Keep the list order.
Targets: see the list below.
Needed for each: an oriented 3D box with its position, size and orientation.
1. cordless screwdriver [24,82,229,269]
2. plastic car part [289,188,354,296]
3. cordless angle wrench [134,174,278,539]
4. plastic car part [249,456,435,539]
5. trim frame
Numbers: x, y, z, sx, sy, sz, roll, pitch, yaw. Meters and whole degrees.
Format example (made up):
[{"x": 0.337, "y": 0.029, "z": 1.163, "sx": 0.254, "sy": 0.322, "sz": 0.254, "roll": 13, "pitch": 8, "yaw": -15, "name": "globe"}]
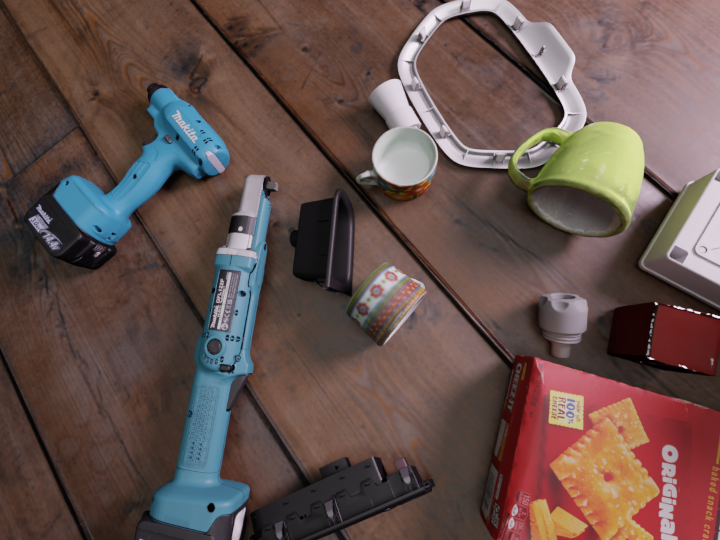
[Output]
[{"x": -0.308, "y": -0.129, "z": 0.551, "sx": 0.248, "sy": 0.072, "sz": 0.164, "roll": -40, "pitch": 74, "yaw": -4, "name": "cordless screwdriver"}, {"x": -0.048, "y": -0.031, "z": 0.490, "sx": 0.073, "sy": 0.063, "sz": 0.118, "roll": -6, "pitch": 74, "yaw": 22, "name": "plastic car part"}, {"x": -0.152, "y": 0.089, "z": 0.475, "sx": 0.100, "sy": 0.072, "sz": 0.428, "roll": 4, "pitch": 76, "yaw": 9, "name": "cordless angle wrench"}, {"x": -0.031, "y": 0.234, "z": 0.421, "sx": 0.203, "sy": 0.063, "sz": 0.070, "roll": -30, "pitch": 66, "yaw": 3, "name": "plastic car part"}, {"x": 0.155, "y": -0.232, "z": 0.510, "sx": 0.185, "sy": 0.027, "sz": 0.255, "roll": -25, "pitch": 73, "yaw": 3, "name": "trim frame"}]
